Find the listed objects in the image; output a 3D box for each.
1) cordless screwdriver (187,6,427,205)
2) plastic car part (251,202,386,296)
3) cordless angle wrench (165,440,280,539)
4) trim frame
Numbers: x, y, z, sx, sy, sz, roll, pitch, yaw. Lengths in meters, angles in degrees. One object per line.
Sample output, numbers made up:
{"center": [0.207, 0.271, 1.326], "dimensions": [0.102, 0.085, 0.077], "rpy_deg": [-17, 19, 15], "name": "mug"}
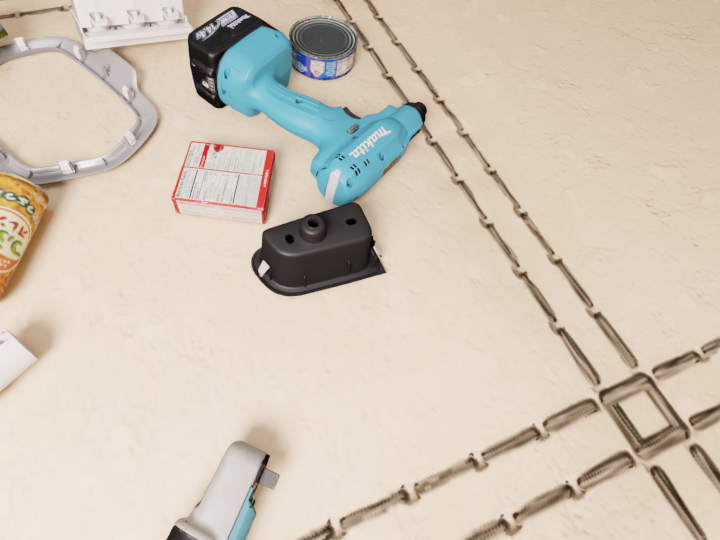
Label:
{"center": [-0.057, -0.193, 0.463], "dimensions": [0.255, 0.073, 0.158], "rpy_deg": [39, 64, 12], "name": "cordless screwdriver"}
{"center": [-0.036, -0.024, 0.368], "dimensions": [0.114, 0.070, 0.068], "rpy_deg": [-15, 63, -17], "name": "plastic car part"}
{"center": [-0.148, 0.289, 0.185], "dimensions": [0.099, 0.073, 0.426], "rpy_deg": [20, 59, 5], "name": "cordless angle wrench"}
{"center": [-0.338, -0.186, 0.462], "dimensions": [0.257, 0.027, 0.182], "rpy_deg": [38, 64, 18], "name": "trim frame"}
